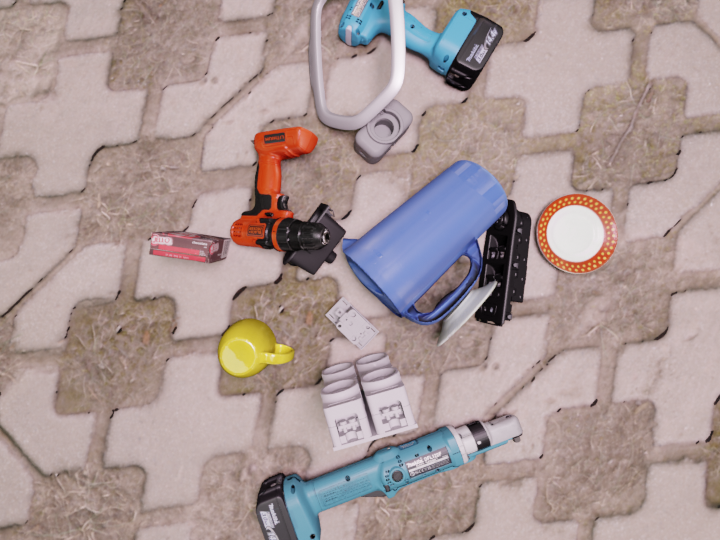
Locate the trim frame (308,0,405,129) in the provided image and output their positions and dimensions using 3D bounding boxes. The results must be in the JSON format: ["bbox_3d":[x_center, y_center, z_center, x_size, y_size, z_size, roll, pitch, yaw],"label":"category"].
[{"bbox_3d":[-0.014,-0.345,0.659,0.193,0.026,0.247,-1,95,35],"label":"trim frame"}]

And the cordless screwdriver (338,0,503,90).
[{"bbox_3d":[0.104,-0.411,0.691,0.252,0.073,0.159,26,88,6],"label":"cordless screwdriver"}]

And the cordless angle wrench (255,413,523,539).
[{"bbox_3d":[0.051,0.309,0.656,0.422,0.074,0.098,-20,89,-3],"label":"cordless angle wrench"}]

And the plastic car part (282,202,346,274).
[{"bbox_3d":[-0.067,-0.044,0.684,0.069,0.068,0.116,33,92,-15],"label":"plastic car part"}]

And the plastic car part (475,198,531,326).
[{"bbox_3d":[0.234,-0.015,0.672,0.066,0.067,0.203,5,87,-11],"label":"plastic car part"}]
